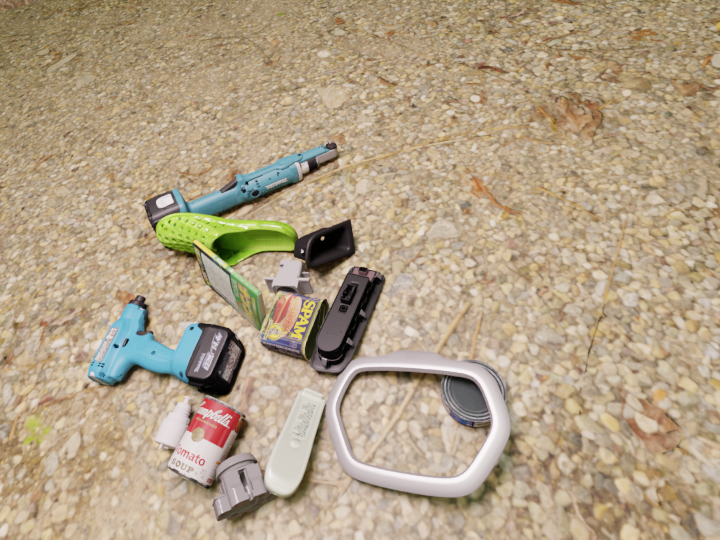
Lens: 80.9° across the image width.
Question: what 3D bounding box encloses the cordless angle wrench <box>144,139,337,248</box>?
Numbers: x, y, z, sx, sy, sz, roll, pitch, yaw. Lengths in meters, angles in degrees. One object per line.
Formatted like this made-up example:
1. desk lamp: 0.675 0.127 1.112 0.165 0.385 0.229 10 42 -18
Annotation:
1. cordless angle wrench: -0.235 -0.180 0.898 0.417 0.094 0.078 -27 55 -13

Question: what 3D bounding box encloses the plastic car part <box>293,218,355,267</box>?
1. plastic car part: -0.075 -0.049 0.766 0.113 0.064 0.075 -23 22 -37

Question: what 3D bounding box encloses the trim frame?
1. trim frame: 0.066 0.193 0.569 0.258 0.026 0.187 -5 56 26

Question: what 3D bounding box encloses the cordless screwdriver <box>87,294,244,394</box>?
1. cordless screwdriver: -0.318 0.117 0.705 0.256 0.071 0.162 1 55 16

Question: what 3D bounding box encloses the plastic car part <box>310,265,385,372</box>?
1. plastic car part: -0.021 0.068 0.680 0.068 0.065 0.204 15 58 14
